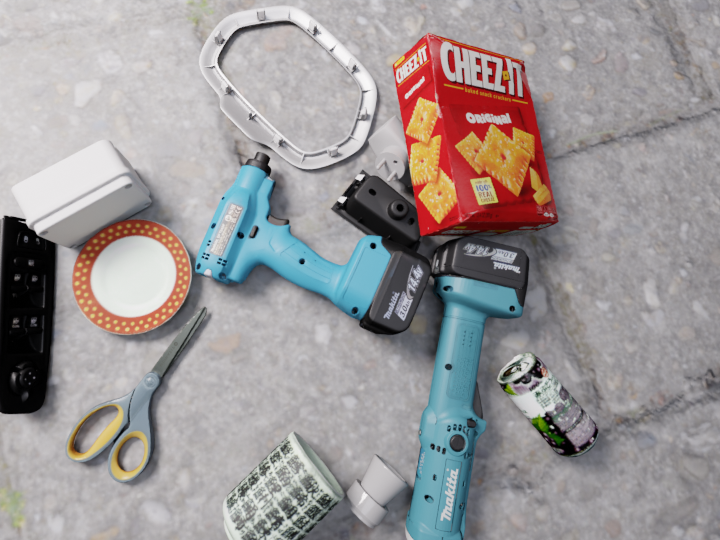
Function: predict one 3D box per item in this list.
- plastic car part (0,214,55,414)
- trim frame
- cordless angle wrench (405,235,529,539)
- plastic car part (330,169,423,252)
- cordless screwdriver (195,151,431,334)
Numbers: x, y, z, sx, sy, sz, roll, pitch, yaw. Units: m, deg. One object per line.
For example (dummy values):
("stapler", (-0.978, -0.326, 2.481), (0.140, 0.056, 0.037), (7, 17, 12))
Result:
("plastic car part", (-0.370, 0.049, 0.444), (0.067, 0.065, 0.205), (-10, 80, 1))
("trim frame", (-0.091, -0.241, 0.543), (0.183, 0.027, 0.250), (-43, 87, -10))
("cordless angle wrench", (0.097, 0.177, 0.457), (0.097, 0.074, 0.425), (13, 81, -4))
("plastic car part", (0.032, -0.070, 0.497), (0.118, 0.070, 0.066), (37, 81, 4))
("cordless screwdriver", (-0.047, -0.031, 0.483), (0.250, 0.073, 0.160), (19, 78, 2))
